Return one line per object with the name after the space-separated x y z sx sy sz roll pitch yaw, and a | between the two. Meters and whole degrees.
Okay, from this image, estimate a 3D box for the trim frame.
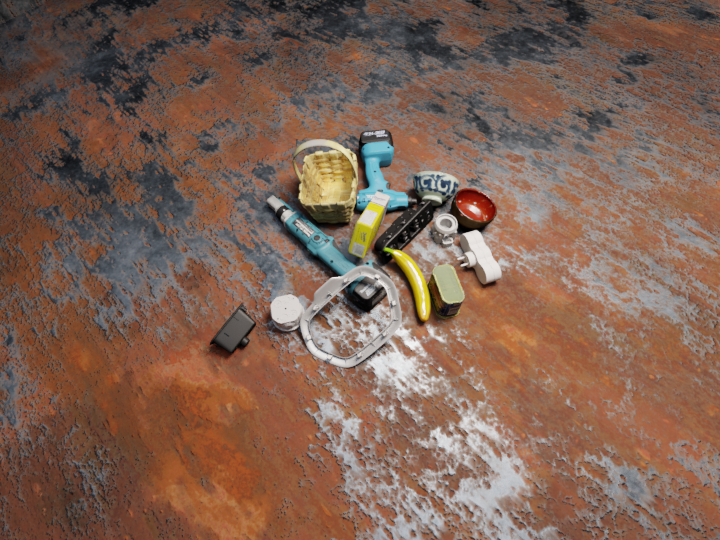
-0.025 0.103 0.944 0.250 0.027 0.189 -42 77 12 | trim frame

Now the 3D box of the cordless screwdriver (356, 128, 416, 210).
0.068 -0.276 1.182 0.160 0.072 0.255 -1 64 4 | cordless screwdriver

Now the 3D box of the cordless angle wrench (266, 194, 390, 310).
-0.106 -0.069 1.084 0.097 0.071 0.443 -41 63 -17 | cordless angle wrench

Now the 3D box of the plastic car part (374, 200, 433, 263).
0.105 -0.104 1.085 0.070 0.063 0.202 30 67 29 | plastic car part

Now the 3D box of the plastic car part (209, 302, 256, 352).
-0.287 0.144 0.988 0.072 0.065 0.116 32 70 4 | plastic car part
